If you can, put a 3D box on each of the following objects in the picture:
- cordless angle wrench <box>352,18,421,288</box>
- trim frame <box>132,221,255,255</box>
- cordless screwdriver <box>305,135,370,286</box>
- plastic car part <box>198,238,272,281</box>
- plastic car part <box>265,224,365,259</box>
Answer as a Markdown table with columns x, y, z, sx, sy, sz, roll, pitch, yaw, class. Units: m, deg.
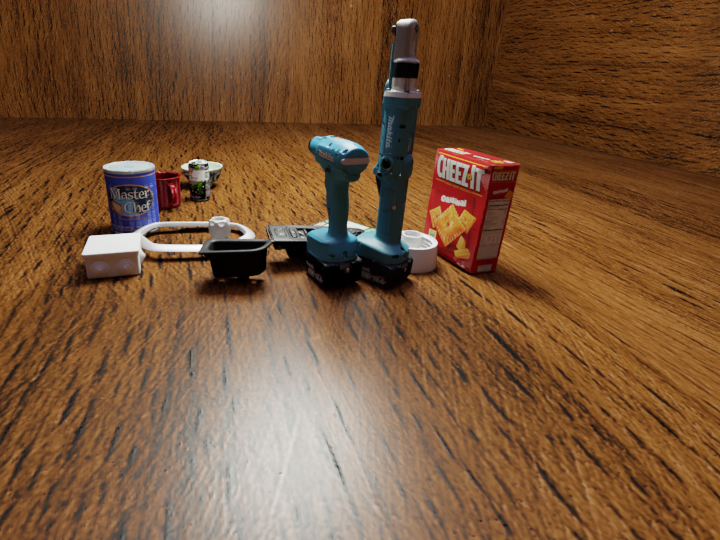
| x | y | z | sx | sy | sz | roll | pitch | yaw | class |
| --- | --- | --- | --- | --- | --- | --- | --- | --- | --- |
| 0.055 | -0.178 | 0.698 | 0.103 | 0.414 | 0.072 | 22 | 28 | 34 | cordless angle wrench |
| -0.346 | -0.072 | 0.884 | 0.243 | 0.027 | 0.192 | -4 | 26 | -14 | trim frame |
| -0.054 | -0.107 | 0.737 | 0.072 | 0.244 | 0.168 | -8 | 26 | -29 | cordless screwdriver |
| -0.212 | -0.015 | 0.728 | 0.116 | 0.069 | 0.068 | 2 | 24 | -3 | plastic car part |
| -0.081 | -0.053 | 0.828 | 0.198 | 0.065 | 0.069 | -5 | 25 | -17 | plastic car part |
